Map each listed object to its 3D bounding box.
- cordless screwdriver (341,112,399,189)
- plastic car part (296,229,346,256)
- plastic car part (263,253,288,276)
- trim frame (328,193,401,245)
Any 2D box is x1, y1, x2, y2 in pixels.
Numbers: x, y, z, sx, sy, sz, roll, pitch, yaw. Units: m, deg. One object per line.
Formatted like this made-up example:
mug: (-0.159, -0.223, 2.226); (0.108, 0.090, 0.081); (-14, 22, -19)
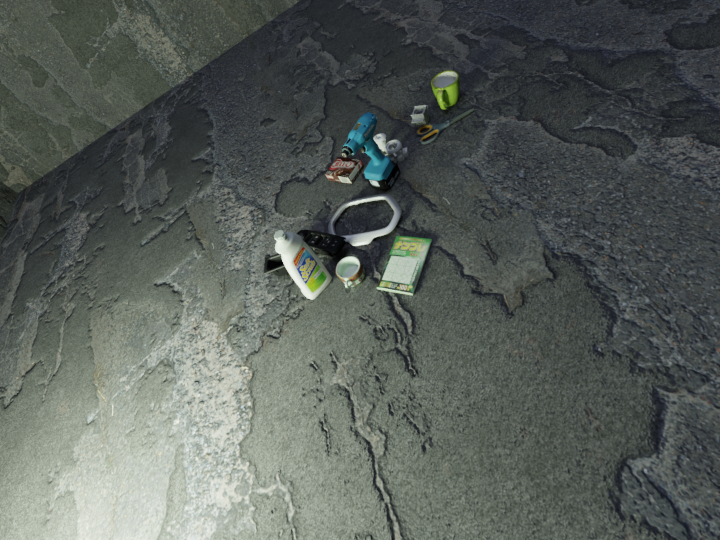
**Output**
cordless screwdriver: (0.028, -0.343, 1.309); (0.078, 0.235, 0.159); (18, 66, 36)
plastic car part: (-0.129, -0.085, 1.324); (0.214, 0.063, 0.066); (17, 66, 37)
plastic car part: (-0.238, -0.016, 1.331); (0.119, 0.067, 0.068); (-16, 50, 18)
trim frame: (0.009, -0.160, 1.327); (0.257, 0.026, 0.188); (-8, 54, 24)
